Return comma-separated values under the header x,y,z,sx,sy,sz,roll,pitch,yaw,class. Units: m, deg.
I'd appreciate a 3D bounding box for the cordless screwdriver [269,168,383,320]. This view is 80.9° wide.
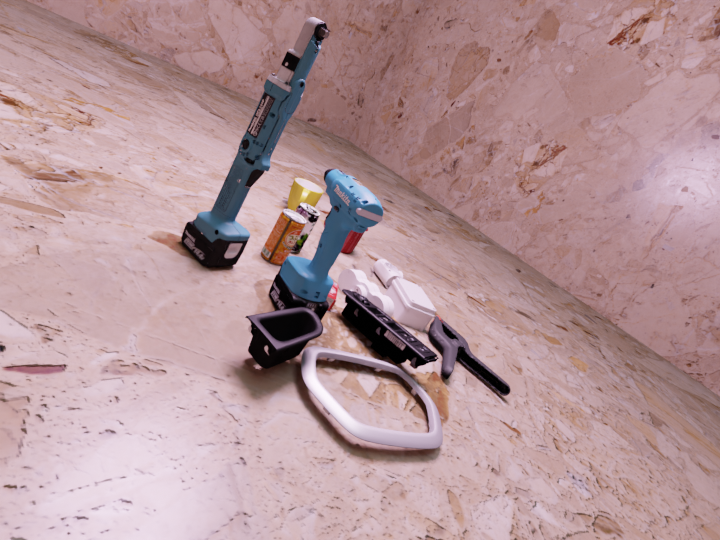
x,y,z,sx,sy,sz,roll,pitch,yaw,class
-0.069,-0.045,0.710,0.070,0.248,0.168,16,24,-37,cordless screwdriver

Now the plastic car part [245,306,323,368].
x,y,z,sx,sy,sz,roll,pitch,yaw,class
-0.106,0.097,0.576,0.069,0.071,0.111,41,22,26,plastic car part

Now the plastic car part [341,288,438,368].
x,y,z,sx,sy,sz,roll,pitch,yaw,class
0.038,0.107,0.757,0.213,0.067,0.063,42,22,30,plastic car part

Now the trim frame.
x,y,z,sx,sy,sz,roll,pitch,yaw,class
0.019,0.179,0.615,0.237,0.027,0.194,17,23,-32,trim frame

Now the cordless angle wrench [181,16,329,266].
x,y,z,sx,sy,sz,roll,pitch,yaw,class
-0.167,-0.198,0.686,0.102,0.422,0.071,41,21,24,cordless angle wrench
